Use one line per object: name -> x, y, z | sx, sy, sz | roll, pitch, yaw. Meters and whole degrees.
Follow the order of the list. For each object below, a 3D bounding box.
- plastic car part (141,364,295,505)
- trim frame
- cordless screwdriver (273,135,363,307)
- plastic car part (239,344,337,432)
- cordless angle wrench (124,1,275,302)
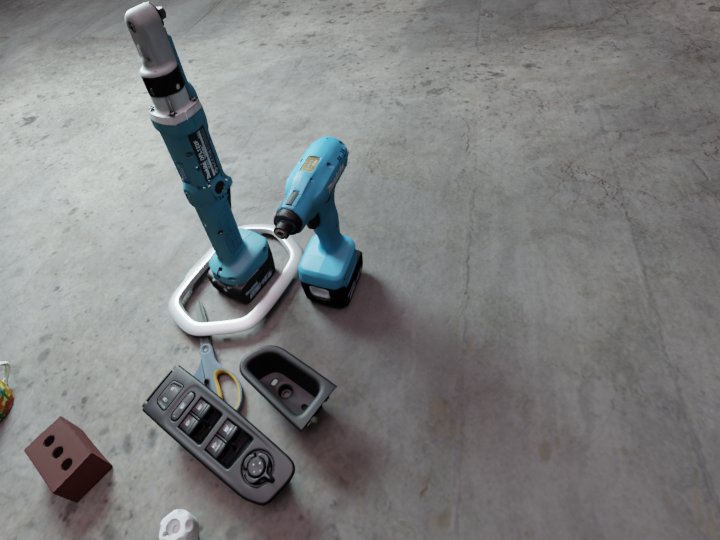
plastic car part -> -0.166, 0.200, 0.503 | 0.213, 0.064, 0.066 | 25, 56, 26
trim frame -> -0.203, 0.008, 0.699 | 0.191, 0.026, 0.249 | 16, 54, 21
cordless screwdriver -> -0.056, -0.037, 0.573 | 0.077, 0.239, 0.160 | 12, 52, 15
plastic car part -> -0.093, 0.149, 0.533 | 0.122, 0.068, 0.065 | 28, 58, 28
cordless angle wrench -> -0.202, -0.116, 0.553 | 0.077, 0.407, 0.097 | 23, 55, 22
